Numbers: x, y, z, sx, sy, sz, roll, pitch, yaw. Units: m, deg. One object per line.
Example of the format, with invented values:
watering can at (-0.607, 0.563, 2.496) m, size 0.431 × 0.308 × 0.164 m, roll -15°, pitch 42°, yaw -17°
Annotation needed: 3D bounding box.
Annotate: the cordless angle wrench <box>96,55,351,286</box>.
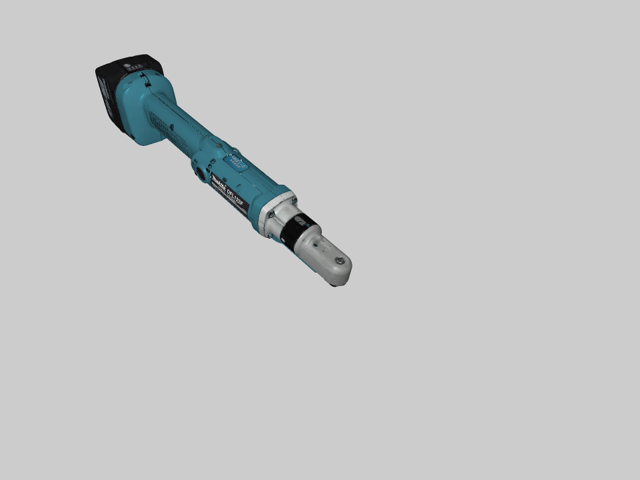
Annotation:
cordless angle wrench at (-0.122, -0.089, 0.507) m, size 0.422 × 0.098 × 0.074 m, roll 40°, pitch 56°, yaw 23°
